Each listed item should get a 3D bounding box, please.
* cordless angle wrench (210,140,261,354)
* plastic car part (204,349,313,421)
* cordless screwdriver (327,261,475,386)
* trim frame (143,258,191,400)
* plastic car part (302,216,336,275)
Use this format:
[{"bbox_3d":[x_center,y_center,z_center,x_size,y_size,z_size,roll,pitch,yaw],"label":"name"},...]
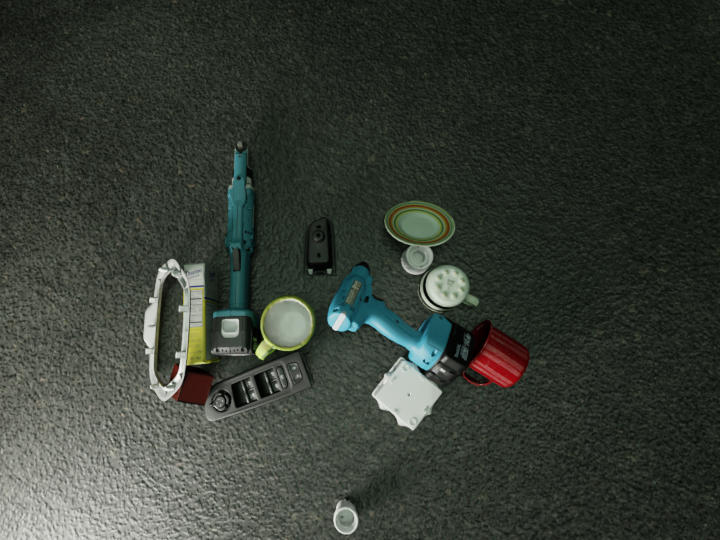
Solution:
[{"bbox_3d":[-0.232,-0.055,0.812,0.074,0.096,0.431,-3,73,-1],"label":"cordless angle wrench"},{"bbox_3d":[-0.184,0.204,0.754,0.203,0.066,0.067,-22,87,2],"label":"plastic car part"},{"bbox_3d":[0.074,0.084,0.754,0.250,0.074,0.160,27,42,2],"label":"cordless screwdriver"},{"bbox_3d":[-0.347,0.103,0.754,0.193,0.026,0.250,-4,83,47],"label":"trim frame"},{"bbox_3d":[-0.079,-0.052,0.806,0.066,0.070,0.118,-1,81,-1],"label":"plastic car part"}]
